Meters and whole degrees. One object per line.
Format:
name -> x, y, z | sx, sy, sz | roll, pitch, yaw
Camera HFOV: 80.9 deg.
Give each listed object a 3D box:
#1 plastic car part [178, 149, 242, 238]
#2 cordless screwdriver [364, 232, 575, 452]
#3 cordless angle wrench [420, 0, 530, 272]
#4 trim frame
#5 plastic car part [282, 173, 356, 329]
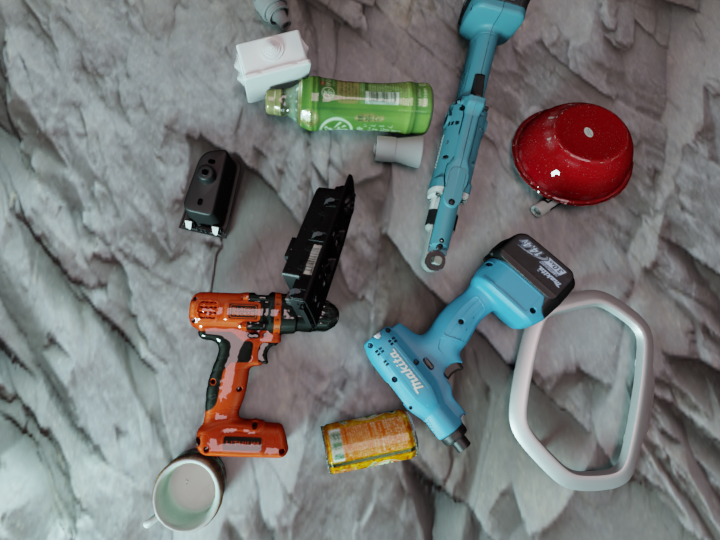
plastic car part -> -0.196, -0.109, 0.549 | 0.066, 0.071, 0.117 | 13, 82, -4
cordless screwdriver -> 0.146, 0.081, 0.511 | 0.248, 0.072, 0.164 | -38, 73, -5
cordless angle wrench -> 0.143, -0.202, 0.576 | 0.074, 0.098, 0.425 | 15, 83, -3
trim frame -> 0.285, 0.145, 0.535 | 0.185, 0.027, 0.250 | 16, 77, 2
plastic car part -> -0.051, -0.034, 0.527 | 0.070, 0.063, 0.205 | 7, 58, 23
